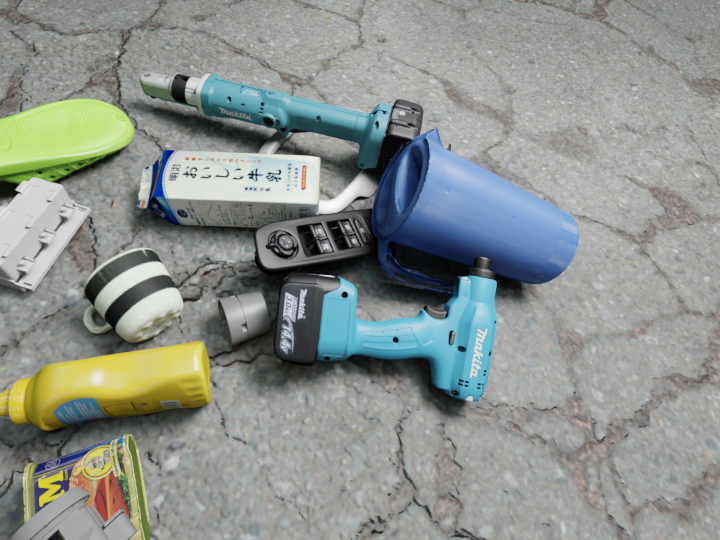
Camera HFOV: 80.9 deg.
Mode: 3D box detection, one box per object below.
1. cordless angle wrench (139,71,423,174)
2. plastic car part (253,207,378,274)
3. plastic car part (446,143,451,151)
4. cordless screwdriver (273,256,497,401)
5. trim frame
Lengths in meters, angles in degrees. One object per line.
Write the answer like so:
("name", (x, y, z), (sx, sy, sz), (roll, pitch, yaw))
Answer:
("cordless angle wrench", (-0.127, -0.235, 0.625), (0.426, 0.096, 0.075), (15, 61, 4))
("plastic car part", (-0.052, -0.034, 0.534), (0.194, 0.069, 0.067), (-12, 78, -42))
("plastic car part", (0.092, -0.134, 0.642), (0.073, 0.063, 0.117), (15, 60, 15))
("cordless screwdriver", (0.031, 0.045, 0.476), (0.247, 0.075, 0.159), (11, 87, -4))
("trim frame", (-0.049, -0.182, 0.665), (0.188, 0.027, 0.247), (29, 57, 11))
